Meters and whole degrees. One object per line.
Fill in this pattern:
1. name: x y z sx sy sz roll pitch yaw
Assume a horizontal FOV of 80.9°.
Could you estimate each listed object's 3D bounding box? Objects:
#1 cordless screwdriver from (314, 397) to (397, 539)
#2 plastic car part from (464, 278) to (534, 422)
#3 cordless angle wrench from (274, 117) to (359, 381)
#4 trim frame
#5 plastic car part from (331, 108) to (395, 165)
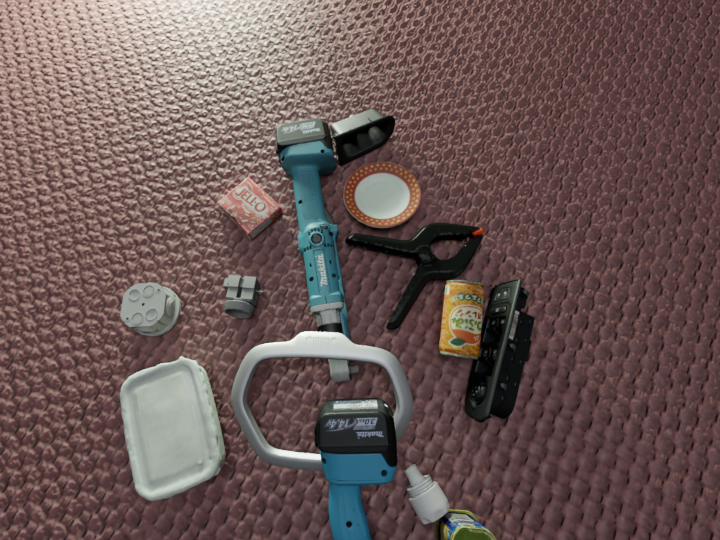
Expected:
1. cordless screwdriver: 0.016 0.289 0.508 0.160 0.073 0.250 1 83 4
2. plastic car part: 0.198 0.116 0.592 0.065 0.068 0.204 30 70 -15
3. cordless angle wrench: -0.066 -0.043 0.671 0.098 0.072 0.434 -10 70 -1
4. trim frame: -0.054 0.178 0.576 0.251 0.027 0.184 0 88 7
5. plastic car part: -0.005 -0.251 0.757 0.115 0.063 0.074 -29 57 -11
